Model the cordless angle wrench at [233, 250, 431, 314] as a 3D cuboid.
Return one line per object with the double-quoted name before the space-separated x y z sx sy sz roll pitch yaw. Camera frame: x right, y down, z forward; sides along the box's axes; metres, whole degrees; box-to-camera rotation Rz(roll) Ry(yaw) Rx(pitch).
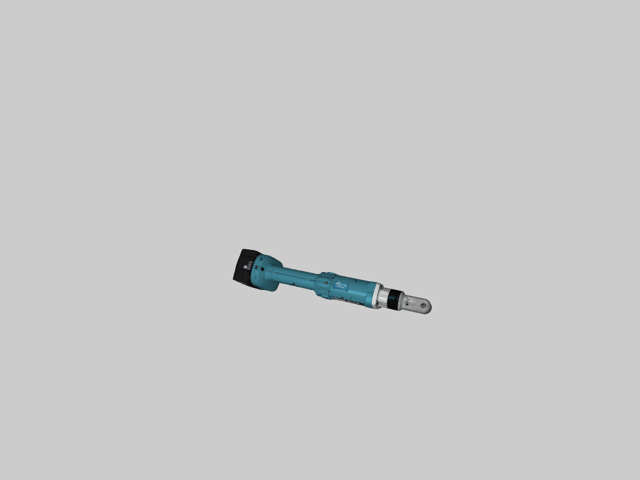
"cordless angle wrench" 0.018 0.096 0.889 0.423 0.074 0.098 10 -15 23
